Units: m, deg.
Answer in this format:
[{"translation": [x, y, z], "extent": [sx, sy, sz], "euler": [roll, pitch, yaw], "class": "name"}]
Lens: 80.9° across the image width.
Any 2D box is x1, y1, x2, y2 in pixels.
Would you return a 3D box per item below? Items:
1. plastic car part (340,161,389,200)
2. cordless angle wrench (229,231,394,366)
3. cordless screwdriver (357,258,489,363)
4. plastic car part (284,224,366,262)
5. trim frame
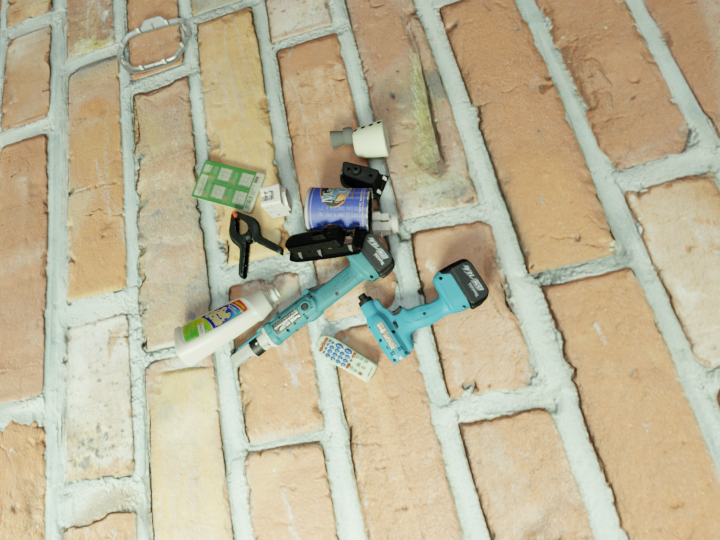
[{"translation": [0.000, -0.220, 0.989], "extent": [0.120, 0.069, 0.066], "euler": [22, 79, 13], "class": "plastic car part"}, {"translation": [-0.116, 0.080, 0.932], "extent": [0.423, 0.072, 0.101], "euler": [-37, 72, 2], "class": "cordless angle wrench"}, {"translation": [0.126, 0.061, 0.883], "extent": [0.250, 0.071, 0.165], "euler": [-35, 71, 5], "class": "cordless screwdriver"}, {"translation": [-0.091, -0.060, 0.931], "extent": [0.211, 0.063, 0.067], "euler": [-10, 59, 37], "class": "plastic car part"}, {"translation": [-0.629, -0.686, 1.279], "extent": [0.252, 0.026, 0.188], "euler": [-11, 72, 11], "class": "trim frame"}]
